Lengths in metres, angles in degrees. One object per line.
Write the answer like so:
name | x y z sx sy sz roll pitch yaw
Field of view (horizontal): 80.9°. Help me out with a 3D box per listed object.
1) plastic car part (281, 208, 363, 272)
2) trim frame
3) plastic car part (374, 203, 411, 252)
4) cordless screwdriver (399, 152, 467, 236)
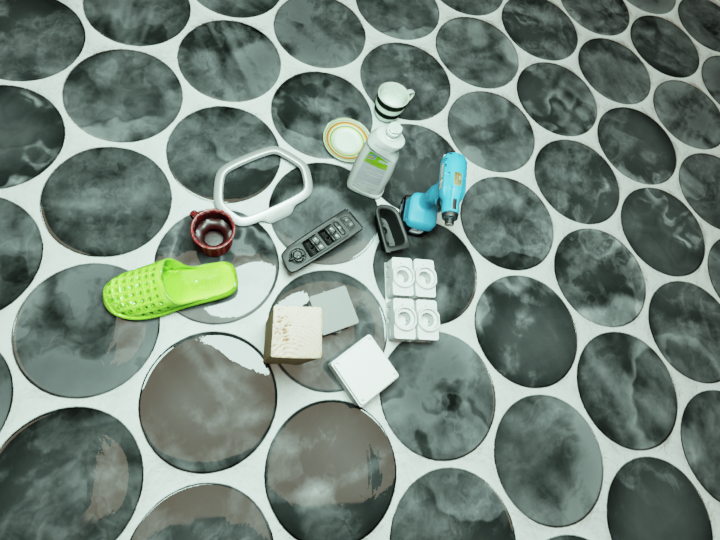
plastic car part | -0.096 -0.063 0.978 0.200 0.067 0.067 -34 84 -20
trim frame | -0.235 -0.204 1.021 0.244 0.027 0.188 -29 79 -19
plastic car part | 0.065 -0.095 1.019 0.064 0.071 0.119 -12 75 -17
cordless screwdriver | 0.160 -0.139 0.958 0.073 0.249 0.161 14 71 -12
